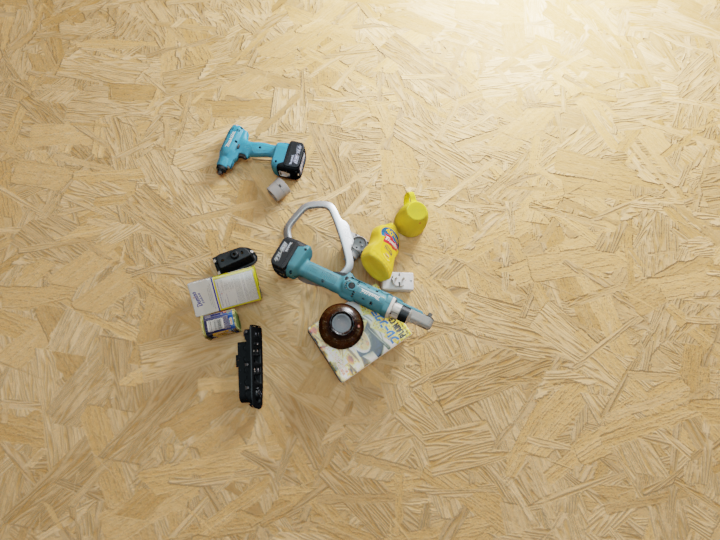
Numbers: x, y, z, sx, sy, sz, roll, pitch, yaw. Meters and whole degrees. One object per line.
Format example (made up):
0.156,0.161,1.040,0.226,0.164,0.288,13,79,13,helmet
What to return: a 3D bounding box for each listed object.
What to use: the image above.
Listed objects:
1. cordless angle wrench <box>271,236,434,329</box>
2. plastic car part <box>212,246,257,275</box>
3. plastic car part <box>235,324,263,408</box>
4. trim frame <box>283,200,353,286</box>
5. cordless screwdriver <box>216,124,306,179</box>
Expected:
-0.023,0.045,1.056,0.435,0.072,0.098,25,69,15,cordless angle wrench
-0.341,-0.032,1.136,0.116,0.070,0.067,-23,79,-5,plastic car part
-0.278,0.242,1.057,0.067,0.064,0.207,-11,73,4,plastic car part
-0.113,-0.074,1.152,0.186,0.026,0.255,-22,72,11,trim frame
-0.290,-0.322,1.226,0.253,0.072,0.160,16,74,8,cordless screwdriver
